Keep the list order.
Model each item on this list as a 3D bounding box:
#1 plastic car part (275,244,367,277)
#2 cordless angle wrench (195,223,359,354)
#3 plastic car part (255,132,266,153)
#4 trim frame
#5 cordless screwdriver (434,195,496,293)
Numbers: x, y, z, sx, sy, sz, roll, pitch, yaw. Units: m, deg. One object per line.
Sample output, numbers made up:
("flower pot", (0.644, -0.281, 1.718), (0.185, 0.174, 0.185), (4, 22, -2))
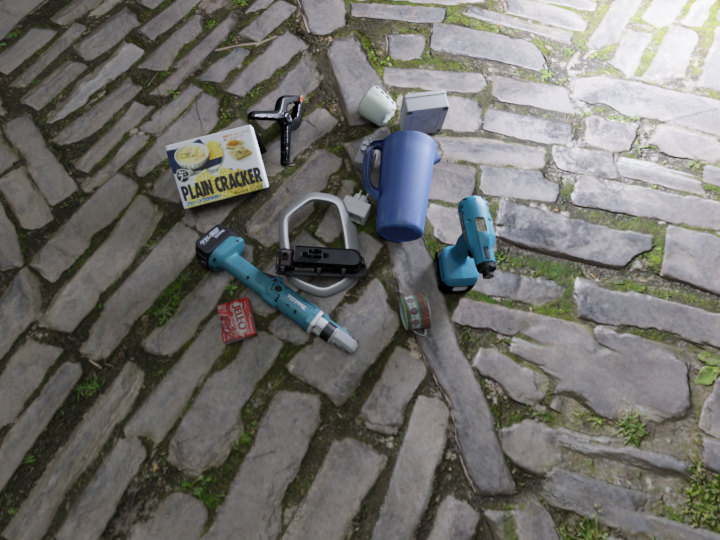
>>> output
("plastic car part", (-0.084, -0.026, 0.931), (0.201, 0.066, 0.068), (5, 54, -5))
("cordless angle wrench", (-0.185, 0.051, 0.941), (0.434, 0.073, 0.097), (34, 55, 13))
("plastic car part", (-0.321, -0.327, 1.125), (0.116, 0.063, 0.074), (-31, 55, -6))
("trim frame", (-0.096, -0.063, 0.985), (0.185, 0.027, 0.252), (-10, 77, 3))
("cordless screwdriver", (0.212, -0.018, 0.848), (0.074, 0.242, 0.164), (-3, 63, -2))
